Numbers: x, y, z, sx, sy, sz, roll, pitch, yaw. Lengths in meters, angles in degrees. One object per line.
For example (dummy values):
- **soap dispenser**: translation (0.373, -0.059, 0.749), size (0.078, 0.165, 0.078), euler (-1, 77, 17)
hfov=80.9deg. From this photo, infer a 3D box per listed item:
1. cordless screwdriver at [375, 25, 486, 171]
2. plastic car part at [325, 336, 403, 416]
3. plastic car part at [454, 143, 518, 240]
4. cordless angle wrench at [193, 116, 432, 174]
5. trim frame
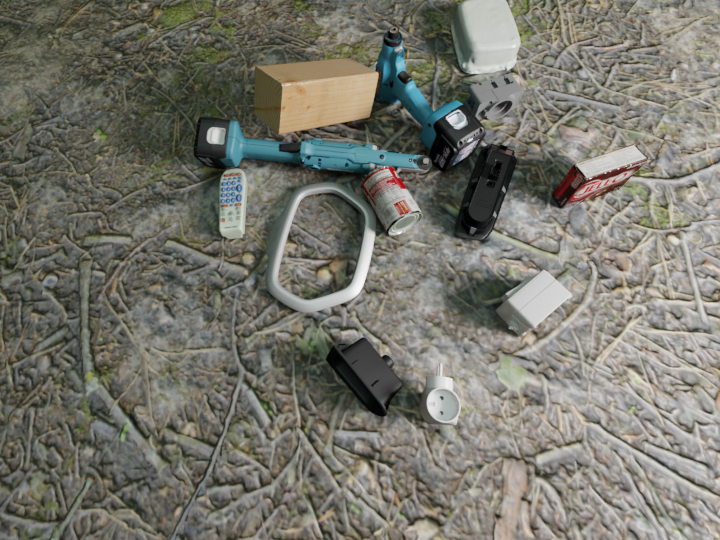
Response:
- **cordless screwdriver**: translation (0.113, -0.308, 0.757), size (0.074, 0.155, 0.258), euler (-33, 71, -12)
- **plastic car part**: translation (0.013, 0.147, 0.623), size (0.070, 0.065, 0.120), euler (-37, 72, -27)
- **plastic car part**: translation (0.223, -0.142, 0.729), size (0.067, 0.066, 0.204), euler (23, 73, 4)
- **cordless angle wrench**: translation (-0.085, -0.214, 0.774), size (0.425, 0.097, 0.074), euler (7, 87, 3)
- **trim frame**: translation (-0.071, -0.047, 0.729), size (0.187, 0.027, 0.252), euler (9, 69, 8)
